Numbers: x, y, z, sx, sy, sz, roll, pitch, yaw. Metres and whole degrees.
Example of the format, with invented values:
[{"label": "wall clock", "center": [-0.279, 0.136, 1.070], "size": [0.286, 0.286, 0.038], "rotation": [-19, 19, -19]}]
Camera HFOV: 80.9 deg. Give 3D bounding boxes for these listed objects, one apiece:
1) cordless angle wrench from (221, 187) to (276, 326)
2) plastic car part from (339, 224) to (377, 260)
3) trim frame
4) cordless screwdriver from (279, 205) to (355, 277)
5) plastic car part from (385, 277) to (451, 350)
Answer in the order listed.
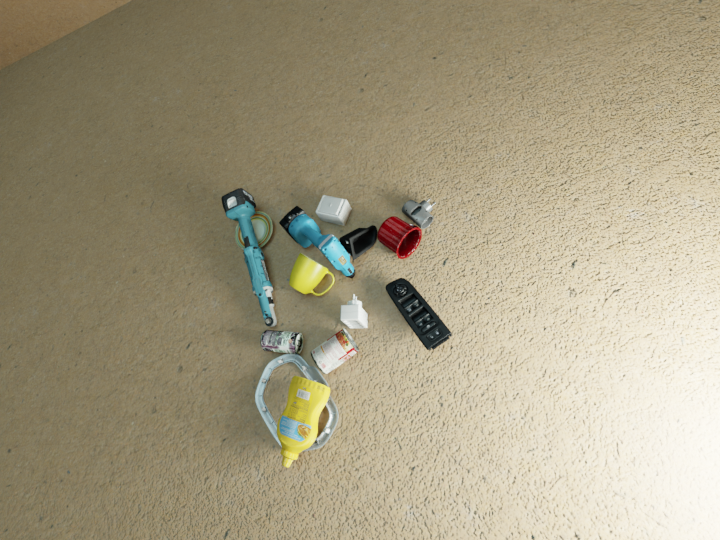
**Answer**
[{"label": "cordless angle wrench", "center": [-0.310, -0.039, 1.229], "size": [0.075, 0.094, 0.436], "rotation": [-24, 70, 10]}, {"label": "plastic car part", "center": [-0.013, -0.084, 1.151], "size": [0.075, 0.064, 0.114], "rotation": [10, 32, 37]}, {"label": "trim frame", "center": [-0.162, 0.322, 1.044], "size": [0.184, 0.026, 0.262], "rotation": [-41, 57, -3]}, {"label": "cordless screwdriver", "center": [-0.114, -0.075, 1.168], "size": [0.074, 0.151, 0.263], "rotation": [-45, 45, -8]}, {"label": "plastic car part", "center": [0.137, 0.099, 1.010], "size": [0.066, 0.063, 0.213], "rotation": [-40, 55, 6]}]
